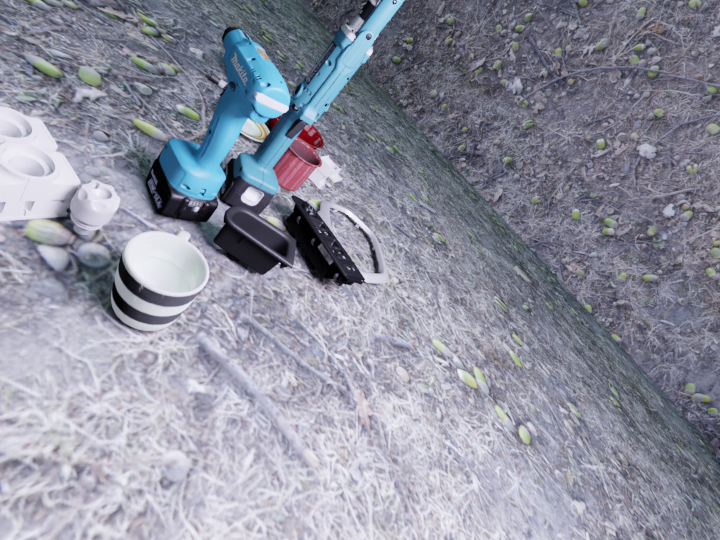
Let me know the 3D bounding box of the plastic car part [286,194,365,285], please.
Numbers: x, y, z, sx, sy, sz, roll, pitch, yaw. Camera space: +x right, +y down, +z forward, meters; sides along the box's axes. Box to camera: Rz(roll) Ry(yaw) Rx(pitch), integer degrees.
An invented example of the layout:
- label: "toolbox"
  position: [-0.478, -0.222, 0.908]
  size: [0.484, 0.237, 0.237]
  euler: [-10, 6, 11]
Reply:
- label: "plastic car part"
  position: [-0.072, -0.047, 0.741]
  size: [0.063, 0.067, 0.212]
  euler: [7, 45, -51]

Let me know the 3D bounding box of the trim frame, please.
- label: "trim frame"
  position: [-0.020, -0.062, 0.878]
  size: [0.176, 0.028, 0.258]
  euler: [29, 30, -27]

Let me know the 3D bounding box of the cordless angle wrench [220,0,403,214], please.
- label: "cordless angle wrench"
  position: [-0.075, -0.256, 0.639]
  size: [0.070, 0.427, 0.102]
  euler: [26, 34, -35]

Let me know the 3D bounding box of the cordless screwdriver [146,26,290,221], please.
- label: "cordless screwdriver"
  position: [-0.202, -0.192, 0.568]
  size: [0.070, 0.251, 0.166]
  euler: [9, 45, -50]

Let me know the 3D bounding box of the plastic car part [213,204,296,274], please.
- label: "plastic car part"
  position: [-0.158, -0.037, 0.605]
  size: [0.112, 0.071, 0.068]
  euler: [33, 30, -23]
